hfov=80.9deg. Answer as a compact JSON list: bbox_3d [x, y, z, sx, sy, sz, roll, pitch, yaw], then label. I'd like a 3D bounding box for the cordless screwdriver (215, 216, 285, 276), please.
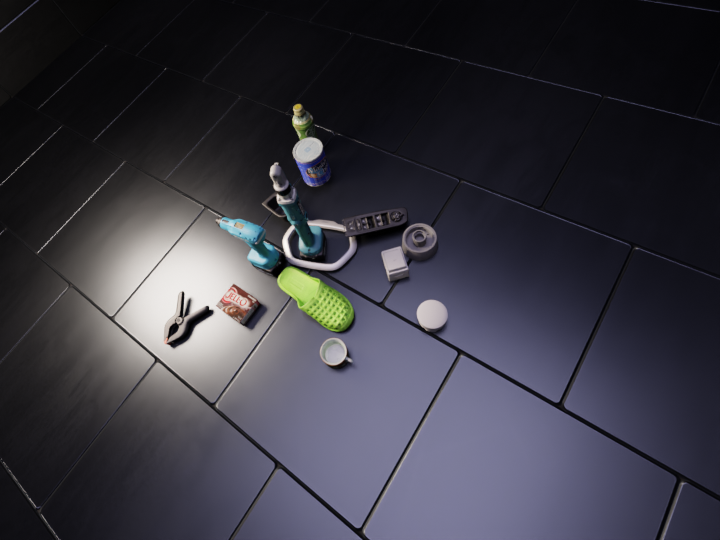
[{"bbox_3d":[-0.331,-0.078,1.284,0.165,0.238,0.074,21,70,20],"label":"cordless screwdriver"}]

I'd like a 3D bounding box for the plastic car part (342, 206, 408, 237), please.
[{"bbox_3d":[0.051,-0.144,1.324,0.205,0.064,0.068,-14,62,6],"label":"plastic car part"}]

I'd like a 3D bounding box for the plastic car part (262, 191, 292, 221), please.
[{"bbox_3d":[-0.265,-0.200,1.428,0.065,0.068,0.122,-44,63,-11],"label":"plastic car part"}]

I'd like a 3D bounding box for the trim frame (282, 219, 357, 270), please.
[{"bbox_3d":[-0.133,-0.087,1.361,0.256,0.026,0.186,7,65,17],"label":"trim frame"}]

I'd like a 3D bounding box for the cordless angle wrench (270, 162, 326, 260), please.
[{"bbox_3d":[-0.176,-0.153,1.188,0.076,0.406,0.100,-2,64,9],"label":"cordless angle wrench"}]
